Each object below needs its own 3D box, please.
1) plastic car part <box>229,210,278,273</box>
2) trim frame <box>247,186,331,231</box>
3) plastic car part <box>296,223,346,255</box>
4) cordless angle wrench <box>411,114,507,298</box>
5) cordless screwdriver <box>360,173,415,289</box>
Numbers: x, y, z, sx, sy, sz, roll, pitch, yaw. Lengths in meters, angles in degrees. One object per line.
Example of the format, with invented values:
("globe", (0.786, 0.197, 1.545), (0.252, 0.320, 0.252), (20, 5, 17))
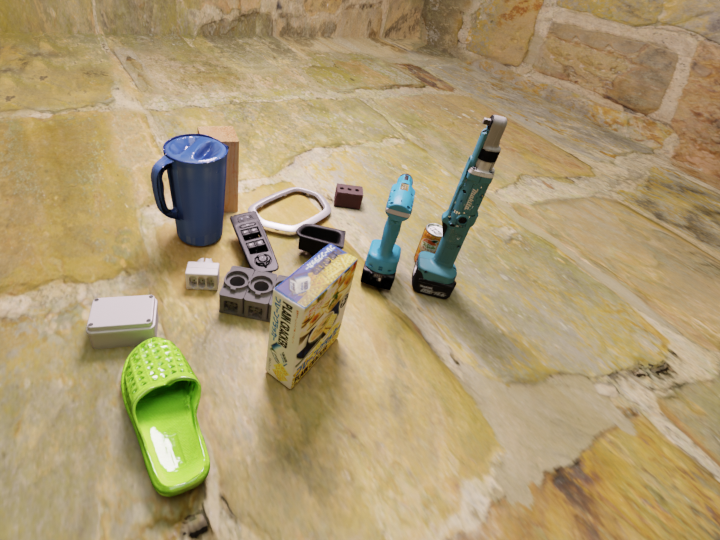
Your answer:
("plastic car part", (-0.247, -0.053, 0.979), (0.064, 0.065, 0.214), (-11, 44, -26))
("trim frame", (-0.191, -0.171, 1.160), (0.192, 0.027, 0.243), (30, 44, 22))
("plastic car part", (-0.100, -0.065, 1.022), (0.117, 0.069, 0.067), (11, 40, 0))
("cordless angle wrench", (0.209, -0.117, 0.879), (0.099, 0.414, 0.075), (16, 39, 1))
("cordless screwdriver", (0.068, -0.088, 0.948), (0.075, 0.244, 0.161), (16, 39, 2))
